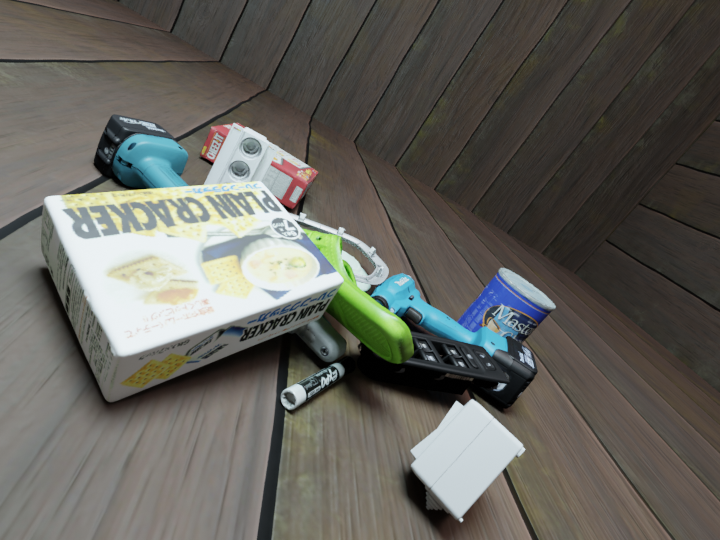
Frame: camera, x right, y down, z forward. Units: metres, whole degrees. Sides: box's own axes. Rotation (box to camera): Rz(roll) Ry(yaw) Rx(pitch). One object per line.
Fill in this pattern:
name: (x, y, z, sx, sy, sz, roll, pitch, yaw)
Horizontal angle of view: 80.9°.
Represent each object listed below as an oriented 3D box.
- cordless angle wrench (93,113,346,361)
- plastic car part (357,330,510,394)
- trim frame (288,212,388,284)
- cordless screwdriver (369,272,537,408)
cordless angle wrench: (-0.177, -0.046, 0.524, 0.439, 0.074, 0.094, 42, 22, 19)
plastic car part: (0.077, 0.113, 0.519, 0.195, 0.067, 0.069, 18, 31, -23)
trim frame: (-0.067, -0.044, 0.687, 0.245, 0.027, 0.188, 21, 25, -8)
cordless screwdriver: (0.126, 0.097, 0.627, 0.257, 0.074, 0.154, 34, 20, 17)
